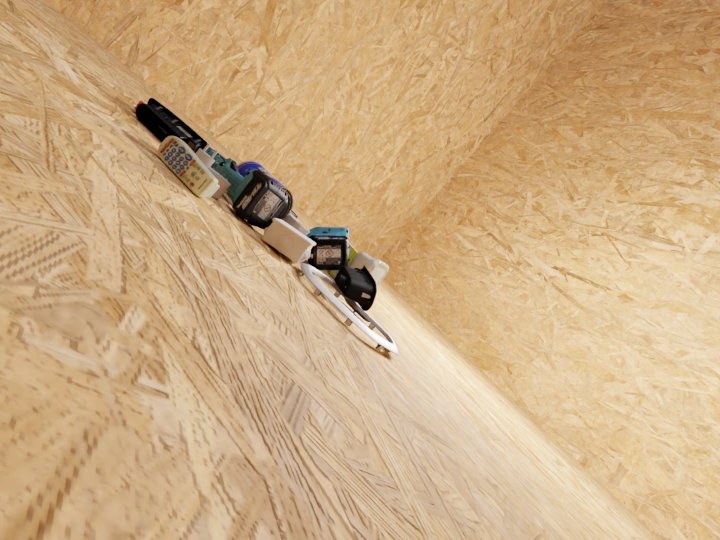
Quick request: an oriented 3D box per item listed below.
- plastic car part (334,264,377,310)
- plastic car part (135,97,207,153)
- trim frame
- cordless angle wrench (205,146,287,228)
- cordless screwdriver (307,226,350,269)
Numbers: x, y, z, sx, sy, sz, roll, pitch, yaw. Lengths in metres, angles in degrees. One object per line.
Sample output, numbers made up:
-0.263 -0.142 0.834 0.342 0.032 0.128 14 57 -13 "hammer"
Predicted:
-0.017 0.026 0.835 0.069 0.066 0.120 23 12 -19 "plastic car part"
-0.434 -0.313 0.944 0.210 0.066 0.065 43 30 18 "plastic car part"
-0.025 0.069 0.786 0.258 0.027 0.177 40 4 18 "trim frame"
-0.316 -0.228 0.960 0.448 0.098 0.070 38 1 40 "cordless angle wrench"
-0.105 -0.068 1.071 0.159 0.073 0.253 1 15 -3 "cordless screwdriver"
